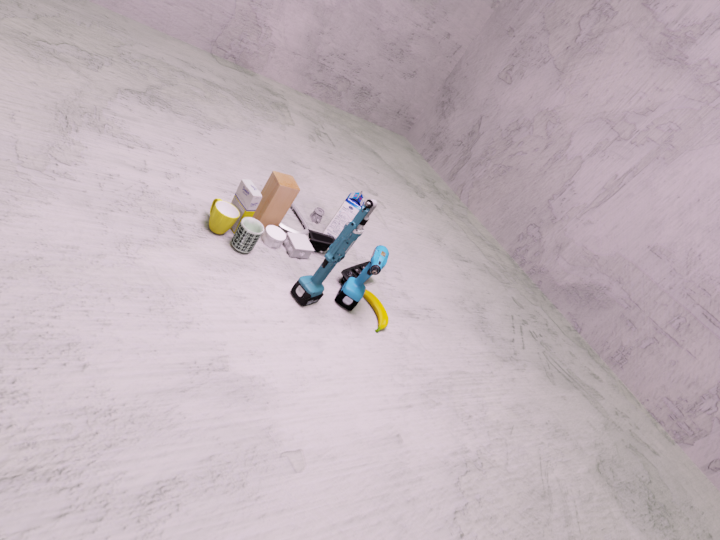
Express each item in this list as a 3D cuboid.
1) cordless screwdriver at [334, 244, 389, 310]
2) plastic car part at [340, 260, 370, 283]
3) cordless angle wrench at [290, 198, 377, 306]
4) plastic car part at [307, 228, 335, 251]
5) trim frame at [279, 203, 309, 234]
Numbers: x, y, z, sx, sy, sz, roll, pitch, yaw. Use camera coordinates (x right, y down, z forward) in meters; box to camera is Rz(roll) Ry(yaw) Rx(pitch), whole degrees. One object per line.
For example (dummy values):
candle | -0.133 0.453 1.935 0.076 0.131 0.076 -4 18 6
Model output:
cordless screwdriver | 0.005 0.036 1.425 0.074 0.249 0.160 35 30 -6
plastic car part | -0.011 0.015 1.622 0.069 0.067 0.195 48 32 19
cordless angle wrench | -0.075 -0.055 1.302 0.077 0.424 0.094 50 32 19
plastic car part | -0.160 -0.105 1.641 0.111 0.071 0.069 16 36 -30
trim frame | -0.300 -0.230 1.724 0.175 0.027 0.260 -1 46 -46
